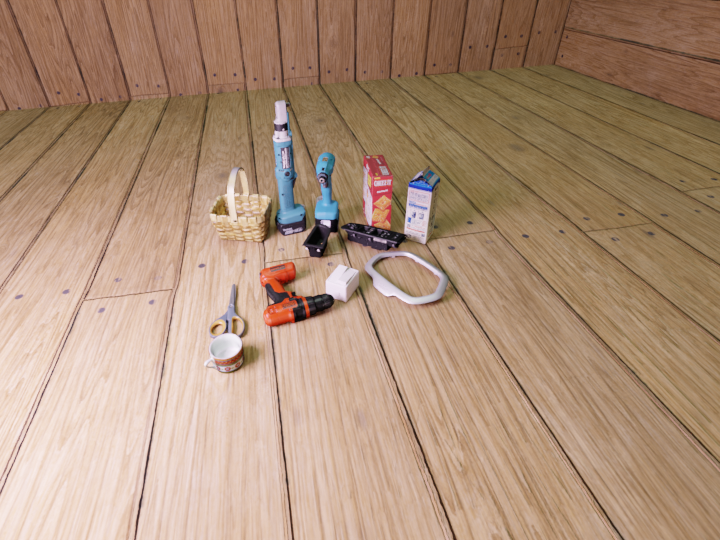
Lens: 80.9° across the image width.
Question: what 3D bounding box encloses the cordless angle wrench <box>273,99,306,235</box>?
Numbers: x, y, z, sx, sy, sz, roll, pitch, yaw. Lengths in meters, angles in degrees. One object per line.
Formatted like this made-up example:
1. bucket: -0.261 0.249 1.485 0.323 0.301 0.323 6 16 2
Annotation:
1. cordless angle wrench: -0.228 -0.304 1.291 0.096 0.410 0.078 -12 38 -18

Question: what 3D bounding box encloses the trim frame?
1. trim frame: 0.124 0.014 1.169 0.179 0.027 0.263 -25 43 -26

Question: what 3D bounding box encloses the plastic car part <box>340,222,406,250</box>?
1. plastic car part: 0.036 -0.103 1.295 0.213 0.065 0.065 20 42 27

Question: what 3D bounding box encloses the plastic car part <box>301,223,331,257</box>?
1. plastic car part: -0.125 -0.082 1.275 0.068 0.069 0.117 9 38 12

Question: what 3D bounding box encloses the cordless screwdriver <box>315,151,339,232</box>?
1. cordless screwdriver: -0.108 -0.228 1.323 0.075 0.241 0.163 2 37 2
